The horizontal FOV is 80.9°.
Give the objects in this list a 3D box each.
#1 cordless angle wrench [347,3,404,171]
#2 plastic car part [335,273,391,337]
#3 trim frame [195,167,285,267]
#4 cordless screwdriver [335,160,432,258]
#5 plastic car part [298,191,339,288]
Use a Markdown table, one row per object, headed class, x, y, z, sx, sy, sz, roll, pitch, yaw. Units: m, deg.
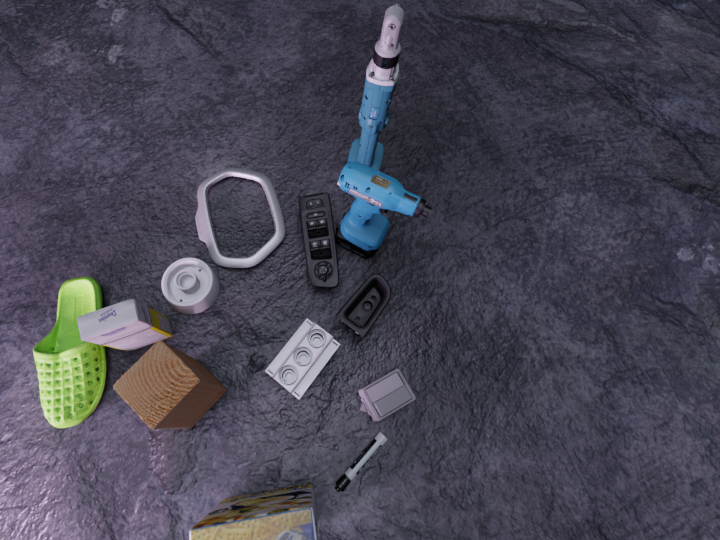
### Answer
| class | x | y | z | sx | sy | sz | roll | pitch | yaw |
| --- | --- | --- | --- | --- | --- | --- | --- | --- | --- |
| cordless angle wrench | 0.025 | -0.286 | 0.775 | 0.074 | 0.416 | 0.099 | 13 | 70 | -2 |
| plastic car part | 0.011 | 0.069 | 0.817 | 0.067 | 0.070 | 0.116 | 36 | 71 | 10 |
| trim frame | -0.264 | -0.119 | 0.911 | 0.182 | 0.027 | 0.256 | -17 | 69 | -8 |
| cordless screwdriver | 0.031 | -0.097 | 0.791 | 0.162 | 0.245 | 0.074 | 28 | 70 | 5 |
| plastic car part | -0.085 | -0.056 | 0.868 | 0.066 | 0.066 | 0.208 | -7 | 69 | -6 |
